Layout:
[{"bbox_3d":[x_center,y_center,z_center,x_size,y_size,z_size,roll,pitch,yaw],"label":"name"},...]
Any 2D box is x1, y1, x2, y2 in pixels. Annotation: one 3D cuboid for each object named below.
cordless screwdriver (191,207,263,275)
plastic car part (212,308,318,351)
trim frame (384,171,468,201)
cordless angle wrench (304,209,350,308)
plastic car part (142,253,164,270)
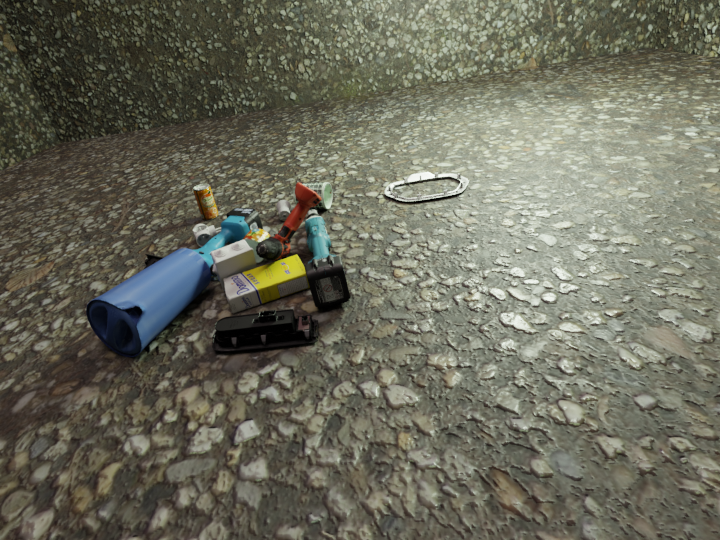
[{"bbox_3d":[-0.348,-0.071,1.103,0.167,0.071,0.246,11,41,31],"label":"cordless screwdriver"},{"bbox_3d":[-0.182,0.108,0.777,0.205,0.064,0.068,-10,37,6],"label":"plastic car part"},{"bbox_3d":[0.196,-0.254,1.266,0.250,0.026,0.189,-10,31,4],"label":"trim frame"},{"bbox_3d":[-0.098,-0.064,1.000,0.074,0.094,0.438,-15,28,-3],"label":"cordless angle wrench"},{"bbox_3d":[-0.490,0.010,1.036,0.122,0.063,0.071,11,51,27],"label":"plastic car part"}]
